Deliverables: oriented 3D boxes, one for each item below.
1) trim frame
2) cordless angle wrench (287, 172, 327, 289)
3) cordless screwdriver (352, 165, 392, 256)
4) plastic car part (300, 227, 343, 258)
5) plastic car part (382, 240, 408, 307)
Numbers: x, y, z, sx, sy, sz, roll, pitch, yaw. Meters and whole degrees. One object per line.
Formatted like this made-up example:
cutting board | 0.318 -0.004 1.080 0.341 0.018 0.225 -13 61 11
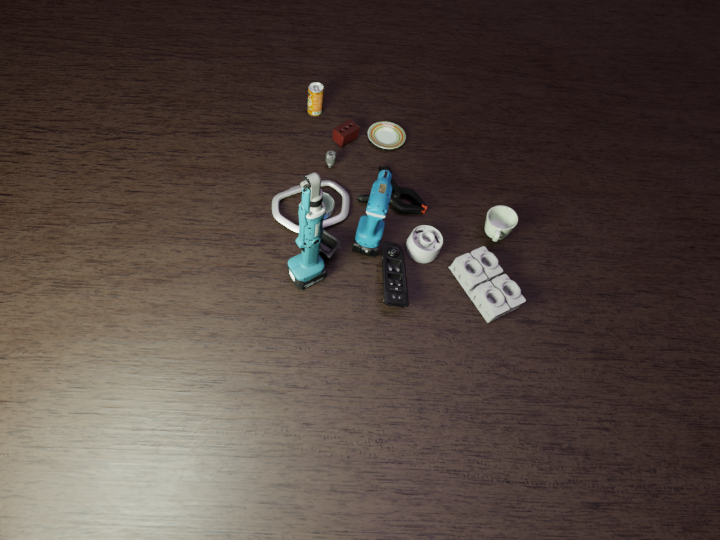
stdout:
trim frame | -0.149 -0.200 1.291 0.244 0.027 0.192 -21 63 -16
cordless angle wrench | -0.119 -0.086 1.000 0.096 0.415 0.077 -27 69 -21
cordless screwdriver | 0.039 -0.155 1.150 0.075 0.244 0.161 15 60 -1
plastic car part | -0.117 -0.076 1.195 0.120 0.069 0.065 34 62 14
plastic car part | 0.089 0.014 1.157 0.066 0.066 0.208 3 59 -5
